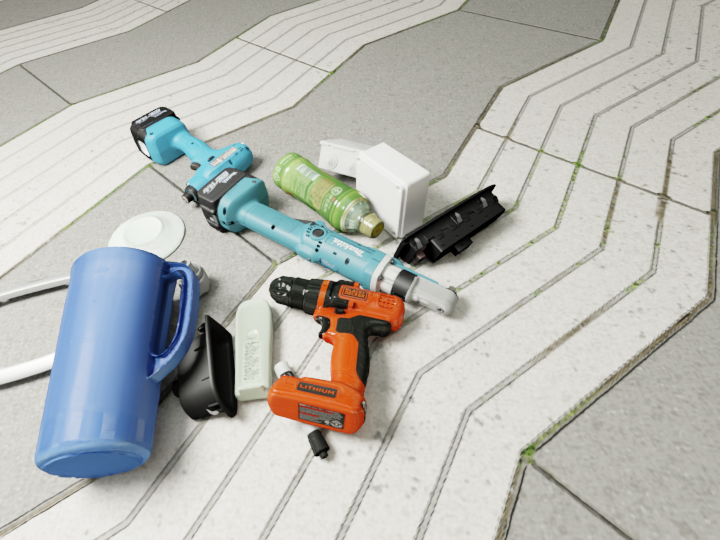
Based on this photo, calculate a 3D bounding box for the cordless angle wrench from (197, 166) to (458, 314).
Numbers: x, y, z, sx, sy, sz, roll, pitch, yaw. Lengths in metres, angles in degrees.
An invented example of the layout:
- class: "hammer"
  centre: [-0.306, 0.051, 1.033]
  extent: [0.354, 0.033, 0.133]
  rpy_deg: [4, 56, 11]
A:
- class: "cordless angle wrench"
  centre: [-0.062, -0.040, 0.631]
  extent: [0.441, 0.072, 0.097]
  rpy_deg: [26, 57, 23]

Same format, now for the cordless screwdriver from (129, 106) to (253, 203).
- class: "cordless screwdriver"
  centre: [-0.347, -0.221, 0.816]
  extent: [0.259, 0.072, 0.158]
  rpy_deg: [28, 58, 22]

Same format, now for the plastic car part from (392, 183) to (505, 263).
- class: "plastic car part"
  centre: [0.145, -0.066, 0.631]
  extent: [0.200, 0.064, 0.070]
  rpy_deg: [-36, 66, -22]

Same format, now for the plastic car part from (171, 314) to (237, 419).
- class: "plastic car part"
  centre: [-0.194, 0.126, 0.515]
  extent: [0.071, 0.063, 0.121]
  rpy_deg: [-21, 53, 7]

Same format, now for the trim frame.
- class: "trim frame"
  centre: [-0.479, 0.076, 0.607]
  extent: [0.246, 0.026, 0.193]
  rpy_deg: [-18, 51, -6]
